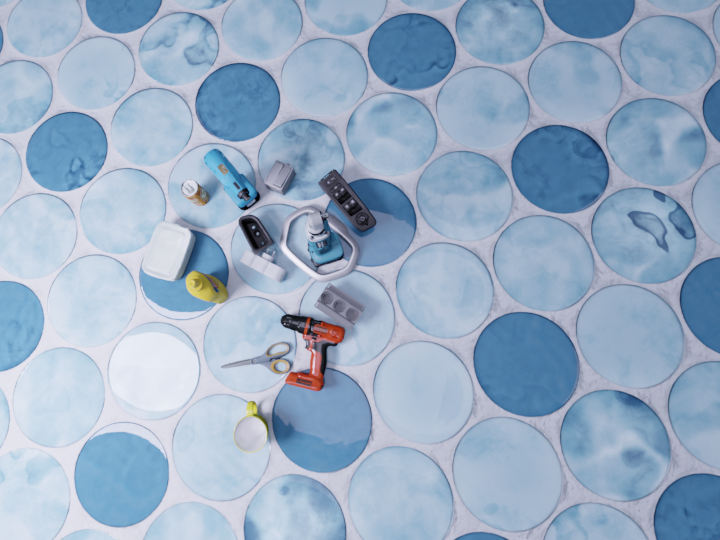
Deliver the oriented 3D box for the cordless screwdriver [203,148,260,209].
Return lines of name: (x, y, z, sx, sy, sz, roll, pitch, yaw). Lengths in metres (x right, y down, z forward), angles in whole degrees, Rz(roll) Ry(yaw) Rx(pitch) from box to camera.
cordless screwdriver: (-0.335, -0.226, 1.167, 0.074, 0.245, 0.162, -40, 84, -5)

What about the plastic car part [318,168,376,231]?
plastic car part: (-0.036, -0.195, 1.230, 0.066, 0.066, 0.207, -39, 80, -4)

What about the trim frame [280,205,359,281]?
trim frame: (-0.121, -0.079, 1.235, 0.253, 0.027, 0.184, 39, 85, 10)

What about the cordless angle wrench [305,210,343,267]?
cordless angle wrench: (-0.096, -0.078, 1.035, 0.098, 0.418, 0.075, -17, 84, -3)

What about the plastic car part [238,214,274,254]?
plastic car part: (-0.302, -0.106, 1.231, 0.066, 0.070, 0.119, -31, 81, -3)
